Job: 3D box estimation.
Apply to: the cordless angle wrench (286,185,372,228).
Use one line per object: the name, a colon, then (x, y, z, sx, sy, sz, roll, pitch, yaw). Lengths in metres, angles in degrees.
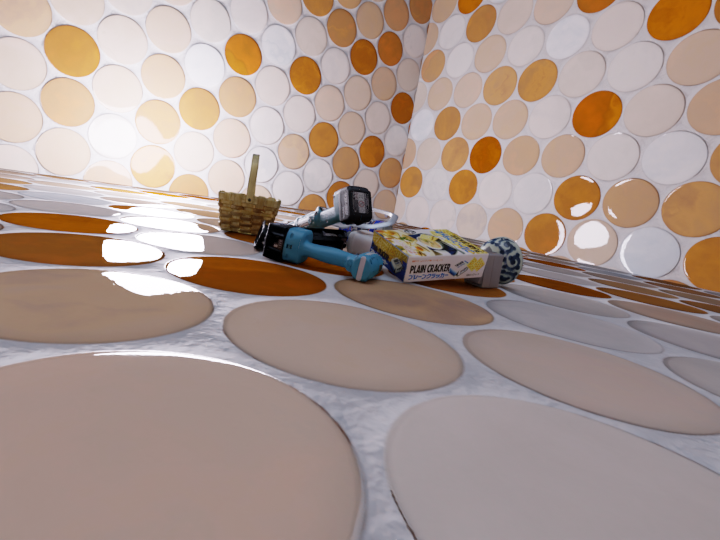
cordless angle wrench: (-0.123, -0.149, 1.237, 0.071, 0.098, 0.439, 2, -6, -34)

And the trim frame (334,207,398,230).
trim frame: (-0.003, -0.159, 1.269, 0.178, 0.027, 0.263, -22, 32, -39)

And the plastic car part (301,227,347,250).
plastic car part: (-0.109, -0.071, 1.112, 0.193, 0.066, 0.071, 4, 36, -40)

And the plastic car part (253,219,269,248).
plastic car part: (-0.217, -0.074, 1.025, 0.069, 0.066, 0.120, 22, 8, -19)

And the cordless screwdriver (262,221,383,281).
cordless screwdriver: (-0.074, -0.040, 0.908, 0.257, 0.074, 0.155, 16, 10, 16)
